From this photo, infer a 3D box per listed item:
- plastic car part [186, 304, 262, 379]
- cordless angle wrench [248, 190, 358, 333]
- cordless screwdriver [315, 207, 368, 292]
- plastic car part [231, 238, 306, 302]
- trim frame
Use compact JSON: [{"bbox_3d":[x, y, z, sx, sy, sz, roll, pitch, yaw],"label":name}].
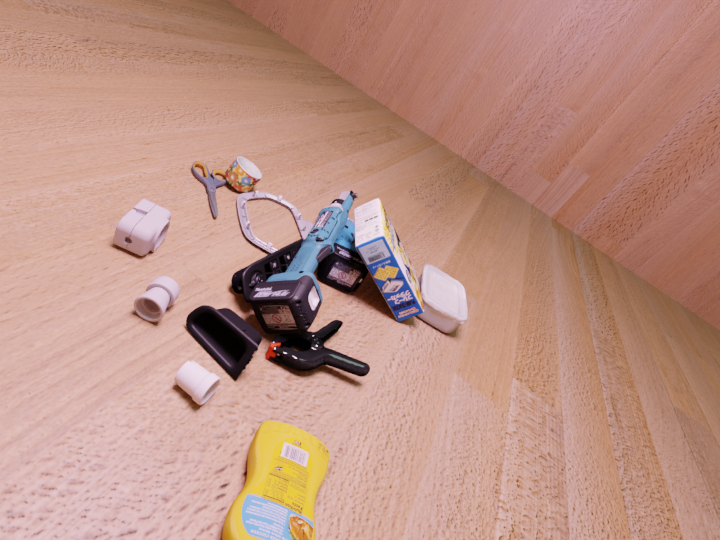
[{"bbox_3d":[-0.193,0.092,0.630,0.121,0.066,0.068,39,15,17],"label":"plastic car part"},{"bbox_3d":[-0.079,-0.052,0.813,0.101,0.071,0.426,-6,34,21],"label":"cordless angle wrench"},{"bbox_3d":[-0.023,-0.050,0.968,0.155,0.074,0.257,22,28,-17],"label":"cordless screwdriver"},{"bbox_3d":[-0.167,-0.003,0.777,0.069,0.065,0.199,1,19,22],"label":"plastic car part"},{"bbox_3d":[-0.187,-0.108,0.952,0.176,0.027,0.261,12,34,-31],"label":"trim frame"}]
